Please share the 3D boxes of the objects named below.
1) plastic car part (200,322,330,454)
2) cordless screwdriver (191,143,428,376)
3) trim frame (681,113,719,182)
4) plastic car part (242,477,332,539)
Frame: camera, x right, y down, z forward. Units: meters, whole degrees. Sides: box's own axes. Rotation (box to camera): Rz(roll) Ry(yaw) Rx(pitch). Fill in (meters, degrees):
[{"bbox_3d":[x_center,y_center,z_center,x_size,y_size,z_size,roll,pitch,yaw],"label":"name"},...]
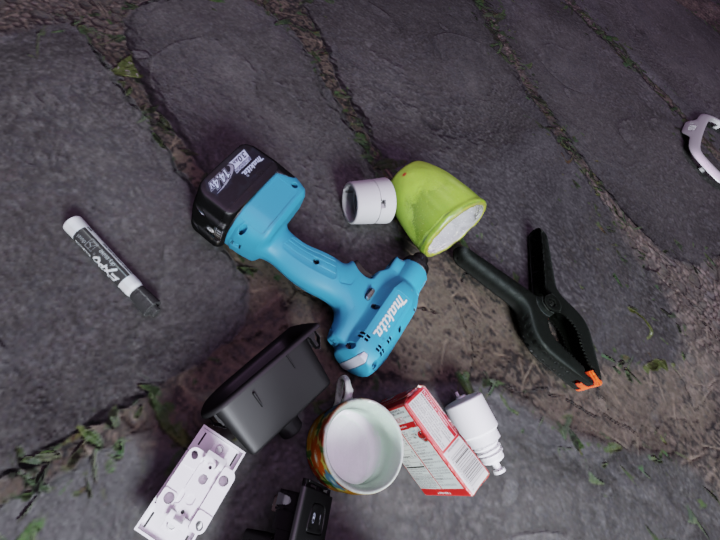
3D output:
[{"bbox_3d":[-0.074,0.108,0.370,0.115,0.068,0.070,-43,99,-30],"label":"plastic car part"},{"bbox_3d":[-0.044,-0.028,0.446,0.249,0.075,0.158,41,56,0],"label":"cordless screwdriver"},{"bbox_3d":[0.762,-0.247,0.889,0.186,0.027,0.245,42,59,5],"label":"trim frame"},{"bbox_3d":[-0.070,0.252,0.282,0.068,0.063,0.207,1,56,11],"label":"plastic car part"}]
